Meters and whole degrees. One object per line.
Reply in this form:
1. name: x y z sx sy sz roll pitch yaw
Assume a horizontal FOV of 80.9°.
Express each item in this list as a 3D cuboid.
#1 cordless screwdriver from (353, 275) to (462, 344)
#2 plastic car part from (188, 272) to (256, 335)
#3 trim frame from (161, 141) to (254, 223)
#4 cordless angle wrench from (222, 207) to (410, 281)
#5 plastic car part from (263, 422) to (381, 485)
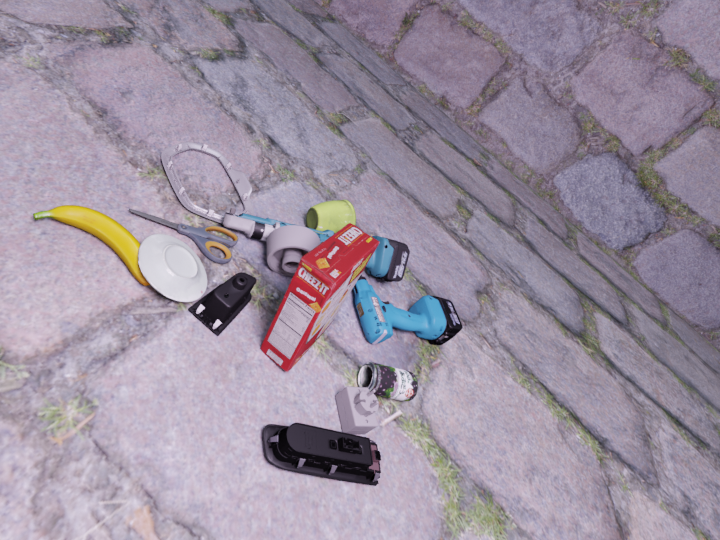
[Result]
1. cordless screwdriver: 0.096 0.085 0.937 0.237 0.074 0.166 8 46 -31
2. plastic car part: -0.216 0.040 0.706 0.066 0.071 0.116 41 38 -3
3. trim frame: -0.321 -0.193 0.905 0.176 0.028 0.259 -5 53 -46
4. cordless angle wrench: -0.089 -0.058 0.914 0.406 0.098 0.077 13 3 -25
5. plastic car part: -0.046 0.266 0.623 0.195 0.067 0.068 19 48 -22
